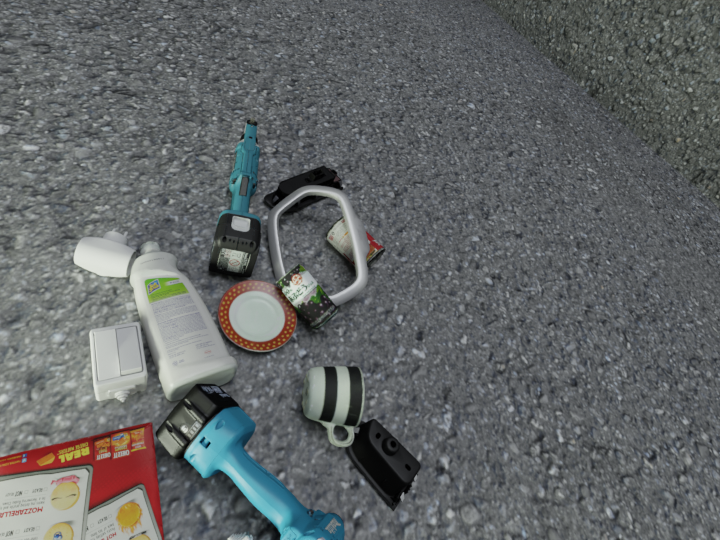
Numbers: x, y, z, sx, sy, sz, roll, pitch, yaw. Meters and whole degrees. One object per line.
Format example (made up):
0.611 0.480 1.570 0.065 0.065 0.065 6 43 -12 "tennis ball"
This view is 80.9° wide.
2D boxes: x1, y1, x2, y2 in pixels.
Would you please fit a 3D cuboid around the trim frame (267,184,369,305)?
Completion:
-0.077 -0.050 0.785 0.183 0.027 0.256 -12 67 -4 "trim frame"

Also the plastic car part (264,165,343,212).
-0.113 -0.180 0.905 0.198 0.067 0.067 -34 80 -37 "plastic car part"

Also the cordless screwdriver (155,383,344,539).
-0.120 0.248 0.512 0.259 0.153 0.074 36 79 20 "cordless screwdriver"

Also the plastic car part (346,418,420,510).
0.036 0.260 0.594 0.119 0.071 0.064 46 47 11 "plastic car part"

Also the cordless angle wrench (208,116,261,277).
-0.231 -0.175 0.837 0.072 0.097 0.438 10 45 -19 "cordless angle wrench"
